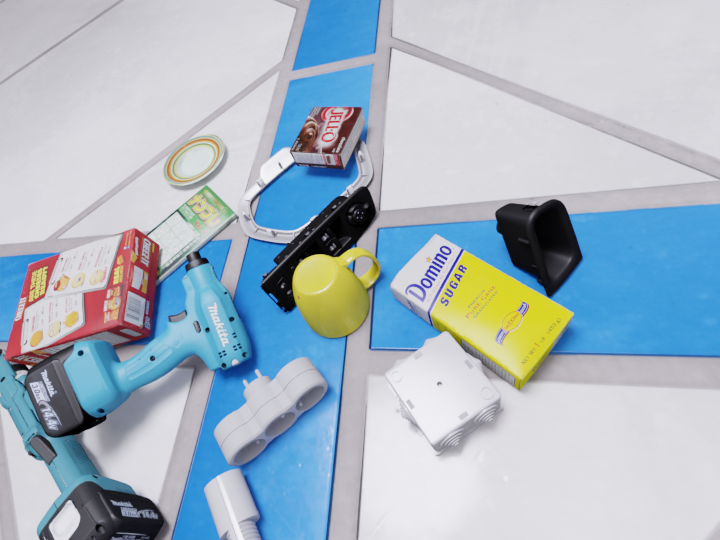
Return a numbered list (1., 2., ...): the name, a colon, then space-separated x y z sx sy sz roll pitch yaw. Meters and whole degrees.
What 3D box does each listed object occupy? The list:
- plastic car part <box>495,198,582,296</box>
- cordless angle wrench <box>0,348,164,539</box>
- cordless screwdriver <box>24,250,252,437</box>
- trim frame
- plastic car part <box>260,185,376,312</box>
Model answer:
1. plastic car part: 0.192 -0.039 0.479 0.066 0.111 0.075 -46 32 -13
2. cordless angle wrench: -0.410 0.213 0.554 0.447 0.093 0.074 24 69 35
3. cordless screwdriver: -0.278 0.088 0.535 0.246 0.074 0.162 -24 81 -11
4. trim frame: -0.093 -0.143 0.691 0.247 0.026 0.194 -42 54 -7
5. plastic car part: -0.058 -0.038 0.597 0.202 0.063 0.070 -44 31 -9
